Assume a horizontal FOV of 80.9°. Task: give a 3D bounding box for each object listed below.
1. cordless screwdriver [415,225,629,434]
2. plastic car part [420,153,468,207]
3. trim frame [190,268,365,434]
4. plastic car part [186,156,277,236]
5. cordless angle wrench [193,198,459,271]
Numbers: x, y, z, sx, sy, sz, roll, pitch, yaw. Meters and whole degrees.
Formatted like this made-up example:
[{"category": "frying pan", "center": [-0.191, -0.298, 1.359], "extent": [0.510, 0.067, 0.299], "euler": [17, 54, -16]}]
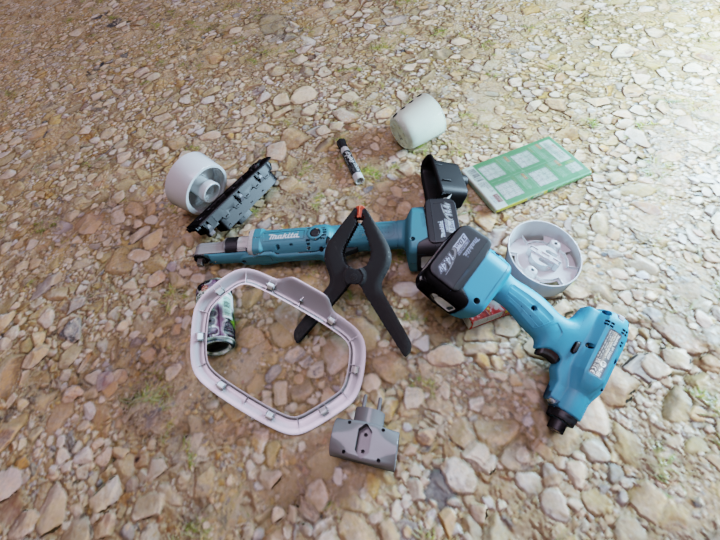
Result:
[{"category": "cordless screwdriver", "center": [0.185, 0.067, 0.522], "extent": [0.253, 0.073, 0.159], "euler": [33, 76, 7]}, {"category": "plastic car part", "center": [0.147, -0.149, 0.717], "extent": [0.070, 0.065, 0.120], "euler": [5, 53, -7]}, {"category": "trim frame", "center": [-0.113, 0.101, 0.563], "extent": [0.253, 0.027, 0.184], "euler": [28, 77, 9]}, {"category": "plastic car part", "center": [-0.215, -0.129, 0.755], "extent": [0.069, 0.065, 0.203], "euler": [-11, 41, 57]}, {"category": "cordless angle wrench", "center": [-0.066, -0.043, 0.674], "extent": [0.430, 0.071, 0.100], "euler": [-3, 56, 10]}]
